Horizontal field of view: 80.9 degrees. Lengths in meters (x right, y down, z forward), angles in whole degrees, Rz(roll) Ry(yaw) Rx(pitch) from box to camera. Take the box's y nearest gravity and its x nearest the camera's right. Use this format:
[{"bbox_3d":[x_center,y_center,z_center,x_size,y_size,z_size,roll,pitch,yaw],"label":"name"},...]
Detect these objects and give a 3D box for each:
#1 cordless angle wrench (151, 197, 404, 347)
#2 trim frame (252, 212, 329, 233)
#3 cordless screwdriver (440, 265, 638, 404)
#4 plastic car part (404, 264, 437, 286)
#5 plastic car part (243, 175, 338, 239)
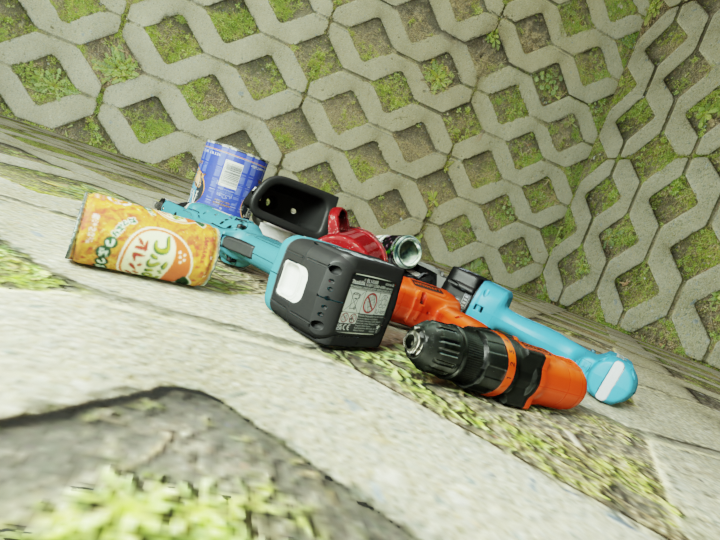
[{"bbox_3d":[-0.143,-0.034,0.490,0.093,0.074,0.448,14,6,-46],"label":"cordless angle wrench"},{"bbox_3d":[-0.070,-0.046,0.714,0.253,0.028,0.180,23,-16,7],"label":"trim frame"},{"bbox_3d":[0.235,0.083,0.580,0.262,0.074,0.151,30,11,32],"label":"cordless screwdriver"},{"bbox_3d":[0.069,0.020,0.725,0.066,0.065,0.207,-7,12,-7],"label":"plastic car part"},{"bbox_3d":[-0.098,-0.083,0.543,0.111,0.066,0.074,18,-2,-34],"label":"plastic car part"}]
